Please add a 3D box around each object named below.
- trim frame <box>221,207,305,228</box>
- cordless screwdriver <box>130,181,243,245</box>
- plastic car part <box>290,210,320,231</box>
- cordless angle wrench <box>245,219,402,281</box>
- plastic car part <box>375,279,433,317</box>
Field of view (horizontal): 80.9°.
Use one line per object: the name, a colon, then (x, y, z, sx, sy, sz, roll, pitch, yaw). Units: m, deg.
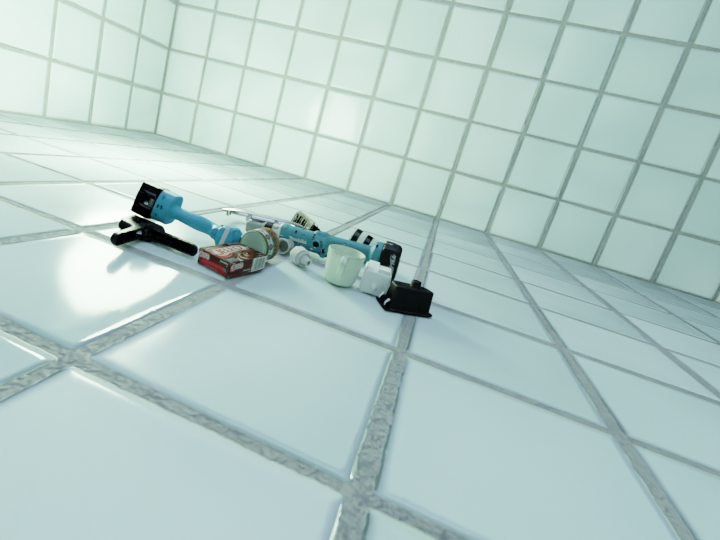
trim frame: (-0.284, -0.148, 1.238, 0.244, 0.027, 0.187, 10, 2, -10)
cordless screwdriver: (-0.394, -0.122, 0.996, 0.248, 0.074, 0.160, 25, 4, -3)
plastic car part: (-0.172, -0.140, 1.336, 0.064, 0.066, 0.213, 19, 11, -31)
cordless angle wrench: (-0.108, -0.071, 1.107, 0.433, 0.097, 0.073, 15, 17, 13)
plastic car part: (0.103, 0.053, 0.899, 0.114, 0.070, 0.068, 9, 17, -14)
